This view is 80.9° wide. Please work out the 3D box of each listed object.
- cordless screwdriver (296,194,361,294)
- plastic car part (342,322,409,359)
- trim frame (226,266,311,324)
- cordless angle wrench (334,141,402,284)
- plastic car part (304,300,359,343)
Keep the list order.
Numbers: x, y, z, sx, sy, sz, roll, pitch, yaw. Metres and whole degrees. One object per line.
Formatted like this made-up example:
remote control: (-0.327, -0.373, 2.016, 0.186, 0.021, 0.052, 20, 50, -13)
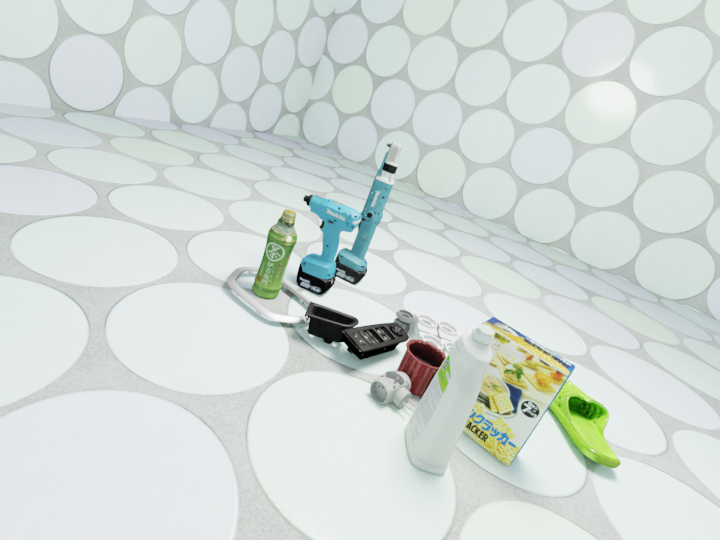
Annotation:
cordless screwdriver: (-0.110, -0.072, 1.123, 0.164, 0.246, 0.073, 27, 21, 15)
plastic car part: (0.036, 0.160, 0.940, 0.194, 0.066, 0.070, -6, 34, -47)
trim frame: (-0.214, 0.058, 1.027, 0.261, 0.027, 0.177, 31, 25, 27)
cordless angle wrench: (0.031, -0.163, 1.220, 0.101, 0.419, 0.073, 27, 21, 14)
plastic car part: (-0.070, 0.125, 0.930, 0.117, 0.070, 0.066, 21, 21, 2)
